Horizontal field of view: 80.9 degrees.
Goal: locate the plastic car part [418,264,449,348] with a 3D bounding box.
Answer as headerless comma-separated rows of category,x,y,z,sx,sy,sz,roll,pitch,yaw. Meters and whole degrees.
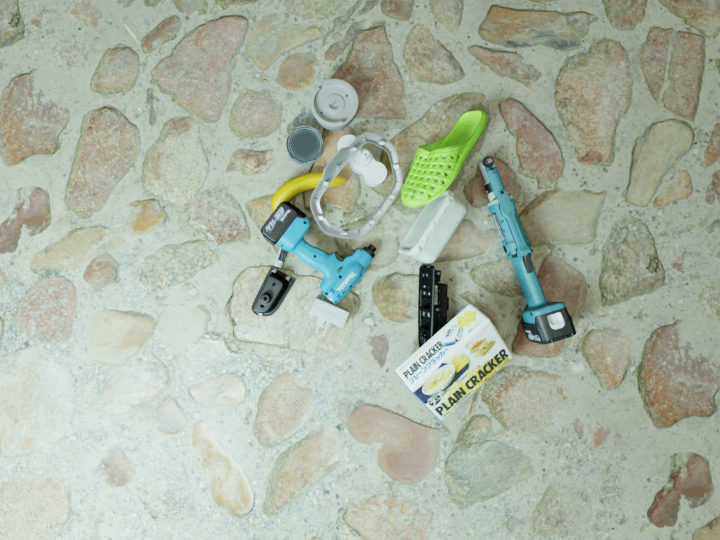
plastic car part,0.163,0.091,0.951,0.064,0.069,0.203,7,87,-25

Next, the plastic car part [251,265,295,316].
plastic car part,-0.206,0.055,0.958,0.066,0.070,0.116,29,86,1

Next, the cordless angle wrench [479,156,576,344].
cordless angle wrench,0.348,-0.054,0.940,0.074,0.097,0.428,-18,83,-2

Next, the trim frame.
trim frame,-0.003,-0.180,0.917,0.176,0.029,0.248,42,84,-26

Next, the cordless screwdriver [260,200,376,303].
cordless screwdriver,-0.093,-0.061,0.949,0.245,0.075,0.159,42,84,-7
